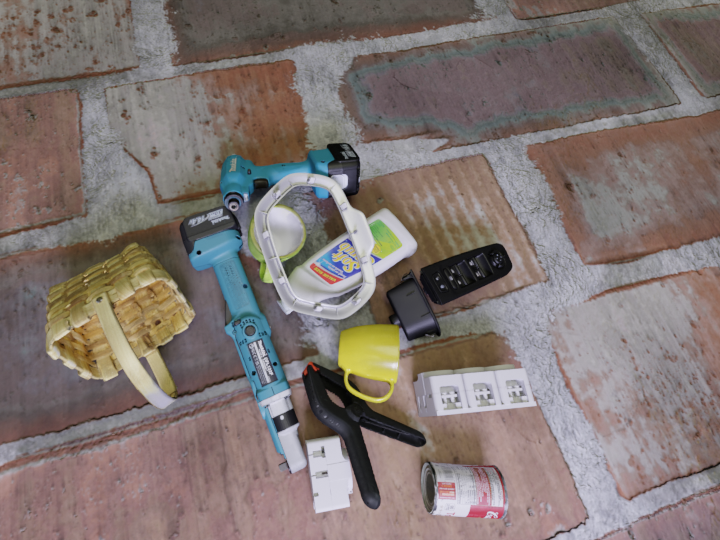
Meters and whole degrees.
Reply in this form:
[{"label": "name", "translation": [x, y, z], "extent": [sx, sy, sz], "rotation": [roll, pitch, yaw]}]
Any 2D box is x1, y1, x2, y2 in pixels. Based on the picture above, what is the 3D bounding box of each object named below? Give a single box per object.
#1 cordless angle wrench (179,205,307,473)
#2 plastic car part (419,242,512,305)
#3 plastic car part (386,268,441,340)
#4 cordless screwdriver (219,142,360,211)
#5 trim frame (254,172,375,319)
[{"label": "cordless angle wrench", "translation": [-0.176, 0.099, 0.672], "extent": [0.096, 0.073, 0.435], "rotation": [-22, 73, -14]}, {"label": "plastic car part", "translation": [0.182, 0.009, 0.730], "extent": [0.197, 0.066, 0.069], "rotation": [-20, 67, -26]}, {"label": "plastic car part", "translation": [0.081, 0.067, 0.717], "extent": [0.071, 0.064, 0.119], "rotation": [-21, 74, 1]}, {"label": "cordless screwdriver", "translation": [-0.124, -0.161, 0.753], "extent": [0.246, 0.072, 0.166], "rotation": [-6, 38, -7]}, {"label": "trim frame", "translation": [-0.066, -0.043, 0.676], "extent": [0.179, 0.028, 0.252], "rotation": [-17, 80, -24]}]
